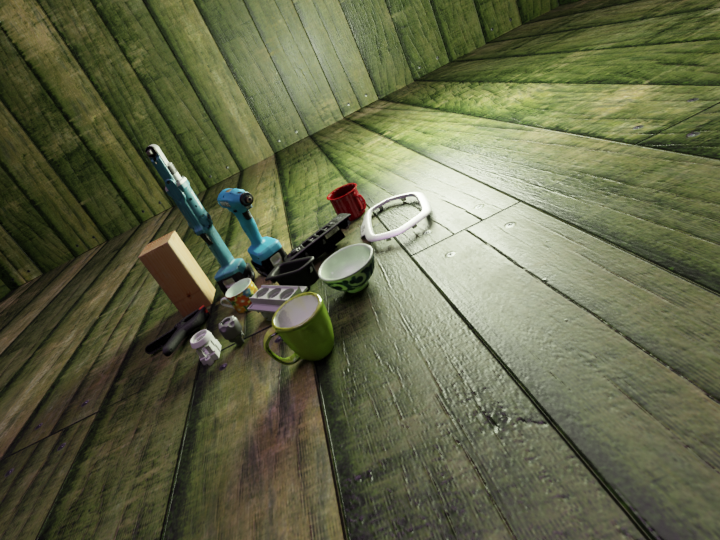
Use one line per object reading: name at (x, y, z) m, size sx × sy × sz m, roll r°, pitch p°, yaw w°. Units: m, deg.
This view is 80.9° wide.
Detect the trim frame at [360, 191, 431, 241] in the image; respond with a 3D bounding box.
trim frame at (0.081, -0.136, 1.053) m, size 0.186 × 0.026 × 0.255 m, roll -23°, pitch 27°, yaw 10°

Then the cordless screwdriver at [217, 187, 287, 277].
cordless screwdriver at (-0.262, -0.096, 1.067) m, size 0.073 × 0.240 × 0.167 m, roll -38°, pitch 27°, yaw -25°

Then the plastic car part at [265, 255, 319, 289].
plastic car part at (-0.143, 0.017, 0.951) m, size 0.121 × 0.068 × 0.066 m, roll -9°, pitch 30°, yaw 32°

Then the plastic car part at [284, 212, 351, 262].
plastic car part at (-0.104, -0.068, 1.066) m, size 0.201 × 0.064 × 0.069 m, roll -35°, pitch 26°, yaw -13°

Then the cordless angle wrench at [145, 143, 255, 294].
cordless angle wrench at (-0.403, -0.123, 1.058) m, size 0.075 × 0.408 × 0.100 m, roll -22°, pitch 24°, yaw 10°
